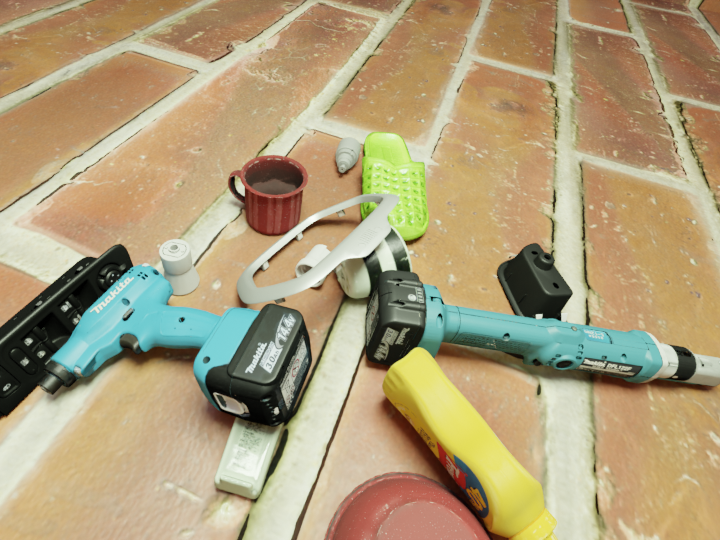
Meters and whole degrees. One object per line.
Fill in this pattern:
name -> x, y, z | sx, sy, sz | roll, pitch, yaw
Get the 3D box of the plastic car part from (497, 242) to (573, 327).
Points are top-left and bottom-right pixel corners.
plastic car part -> 0.233, 0.011, 0.557 | 0.065, 0.069, 0.121 | -2, 52, -14

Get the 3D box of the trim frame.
trim frame -> -0.051, -0.034, 0.526 | 0.193, 0.027, 0.245 | -4, 31, 43

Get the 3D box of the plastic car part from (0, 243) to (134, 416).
plastic car part -> -0.332, 0.050, 0.462 | 0.070, 0.063, 0.203 | 5, 44, 30

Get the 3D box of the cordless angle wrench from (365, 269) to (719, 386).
cordless angle wrench -> 0.220, 0.084, 0.481 | 0.420, 0.096, 0.076 | 9, 45, -4

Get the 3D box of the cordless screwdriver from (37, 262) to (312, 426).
cordless screwdriver -> -0.182, 0.083, 0.419 | 0.258, 0.071, 0.159 | 13, 47, 21
